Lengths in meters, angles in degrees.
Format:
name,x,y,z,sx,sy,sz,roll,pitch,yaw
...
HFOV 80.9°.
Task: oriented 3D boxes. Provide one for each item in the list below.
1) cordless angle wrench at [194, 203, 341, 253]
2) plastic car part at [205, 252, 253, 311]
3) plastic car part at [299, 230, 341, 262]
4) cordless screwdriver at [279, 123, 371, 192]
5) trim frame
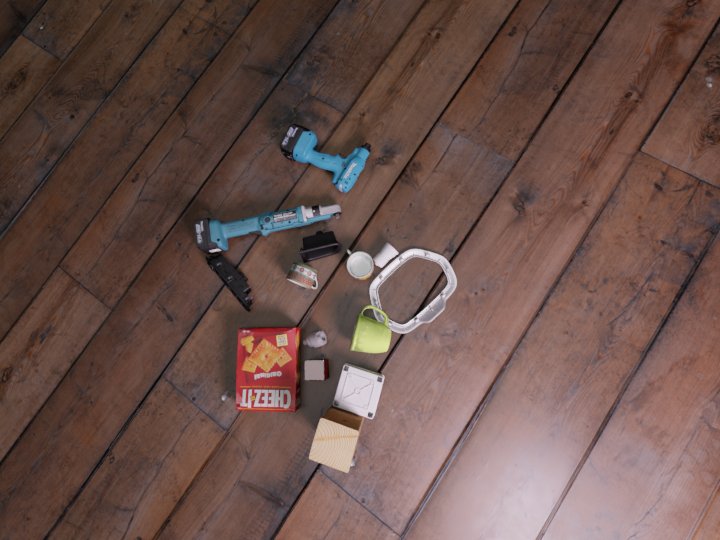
name,x,y,z,sx,sy,sz,roll,pitch,yaw
cordless angle wrench,-0.265,-0.137,1.225,0.425,0.072,0.100,-11,78,4
plastic car part,-0.369,0.021,1.209,0.209,0.065,0.067,42,77,14
plastic car part,-0.117,-0.076,1.195,0.117,0.063,0.073,-18,63,1
cordless screwdriver,-0.102,-0.352,1.244,0.254,0.073,0.159,31,84,10
trim frame,0.140,0.053,1.138,0.248,0.027,0.189,-42,76,-3
